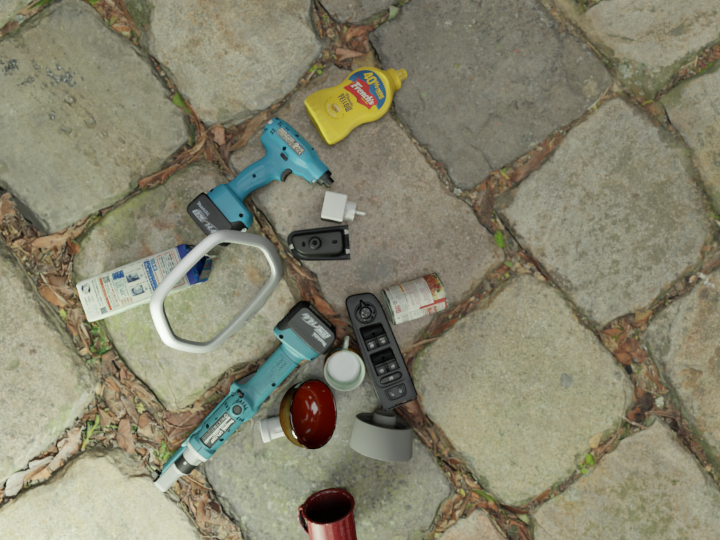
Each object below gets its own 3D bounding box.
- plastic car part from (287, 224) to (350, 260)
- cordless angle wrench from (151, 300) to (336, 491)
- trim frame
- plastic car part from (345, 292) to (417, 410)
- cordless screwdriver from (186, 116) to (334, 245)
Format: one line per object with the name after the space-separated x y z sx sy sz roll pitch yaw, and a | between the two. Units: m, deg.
-0.075 -0.049 0.762 0.116 0.071 0.066 -4 89 -4 | plastic car part
-0.214 0.236 0.754 0.098 0.074 0.423 43 91 -1 | cordless angle wrench
-0.244 0.037 0.732 0.248 0.029 0.175 -48 125 -6 | trim frame
0.033 0.134 0.755 0.067 0.066 0.205 -22 84 5 | plastic car part
-0.178 -0.141 0.766 0.159 0.074 0.248 44 85 0 | cordless screwdriver
